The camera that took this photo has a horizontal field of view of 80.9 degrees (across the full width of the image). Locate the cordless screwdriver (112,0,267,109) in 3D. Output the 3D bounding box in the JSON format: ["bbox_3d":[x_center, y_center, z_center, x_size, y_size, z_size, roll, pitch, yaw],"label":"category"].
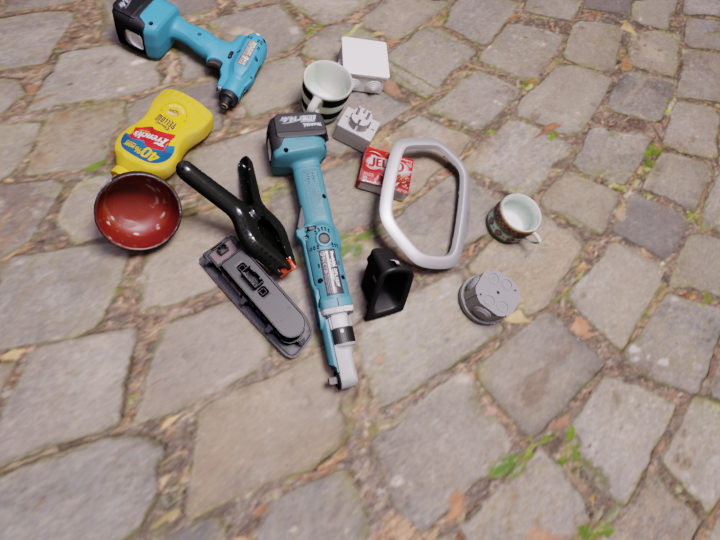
[{"bbox_3d":[-0.300,-0.382,0.731,0.246,0.074,0.161,21,66,-7],"label":"cordless screwdriver"}]

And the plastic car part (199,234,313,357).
[{"bbox_3d":[-0.141,0.030,0.601,0.065,0.067,0.206,-38,83,-30],"label":"plastic car part"}]

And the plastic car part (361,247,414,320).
[{"bbox_3d":[0.032,0.010,0.621,0.064,0.113,0.074,-14,50,-19],"label":"plastic car part"}]

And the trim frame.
[{"bbox_3d":[0.115,-0.119,0.708,0.178,0.028,0.252,20,63,-18],"label":"trim frame"}]

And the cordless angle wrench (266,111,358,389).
[{"bbox_3d":[-0.063,-0.041,0.641,0.096,0.074,0.433,-9,72,-16],"label":"cordless angle wrench"}]
